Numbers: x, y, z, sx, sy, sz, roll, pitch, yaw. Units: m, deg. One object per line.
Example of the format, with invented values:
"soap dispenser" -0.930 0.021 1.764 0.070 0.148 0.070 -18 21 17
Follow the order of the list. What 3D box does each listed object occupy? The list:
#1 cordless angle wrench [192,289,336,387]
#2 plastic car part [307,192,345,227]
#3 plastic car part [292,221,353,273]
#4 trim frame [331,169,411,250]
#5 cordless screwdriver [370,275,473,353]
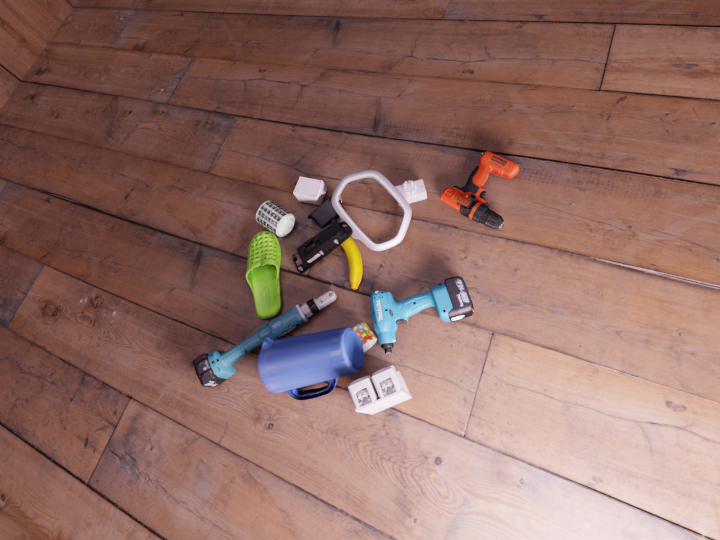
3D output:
"cordless angle wrench" -0.248 0.173 1.147 0.422 0.094 0.077 -32 68 -1
"plastic car part" -0.091 -0.169 1.258 0.116 0.064 0.073 -42 78 0
"plastic car part" -0.117 -0.077 1.201 0.205 0.063 0.069 -32 55 14
"trim frame" 0.028 -0.172 1.196 0.185 0.027 0.253 -42 81 8
"cordless screwdriver" 0.153 0.111 1.055 0.254 0.071 0.164 -14 66 16
